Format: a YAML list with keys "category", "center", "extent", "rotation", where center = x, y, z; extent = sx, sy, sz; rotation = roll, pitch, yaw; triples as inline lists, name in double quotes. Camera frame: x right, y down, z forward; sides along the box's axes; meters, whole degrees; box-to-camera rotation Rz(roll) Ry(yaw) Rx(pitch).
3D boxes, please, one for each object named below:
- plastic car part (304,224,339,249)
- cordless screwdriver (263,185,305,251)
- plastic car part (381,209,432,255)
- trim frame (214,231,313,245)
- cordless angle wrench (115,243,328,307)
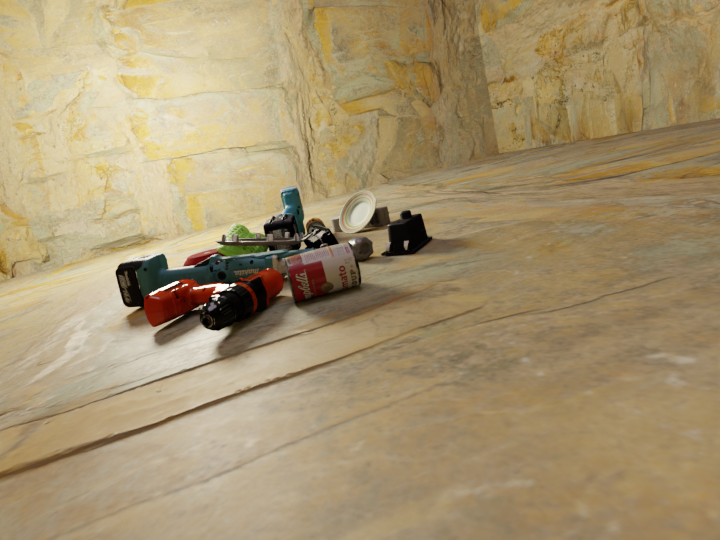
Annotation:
- category: "plastic car part"
  center: [-0.092, -0.060, 0.944]
  extent: [0.067, 0.064, 0.209]
  rotation: [-40, 17, -2]
- category: "cordless screwdriver"
  center: [-0.186, -0.112, 1.123]
  extent: [0.075, 0.154, 0.254]
  rotation: [-9, 28, 5]
- category: "plastic car part"
  center: [0.087, -0.076, 0.796]
  extent: [0.069, 0.069, 0.114]
  rotation: [-4, 19, 34]
- category: "trim frame"
  center: [-0.189, -0.065, 0.855]
  extent: [0.185, 0.027, 0.248]
  rotation: [0, 4, 1]
- category: "cordless angle wrench"
  center: [-0.257, 0.001, 0.809]
  extent: [0.431, 0.096, 0.074]
  rotation: [-6, 12, 12]
